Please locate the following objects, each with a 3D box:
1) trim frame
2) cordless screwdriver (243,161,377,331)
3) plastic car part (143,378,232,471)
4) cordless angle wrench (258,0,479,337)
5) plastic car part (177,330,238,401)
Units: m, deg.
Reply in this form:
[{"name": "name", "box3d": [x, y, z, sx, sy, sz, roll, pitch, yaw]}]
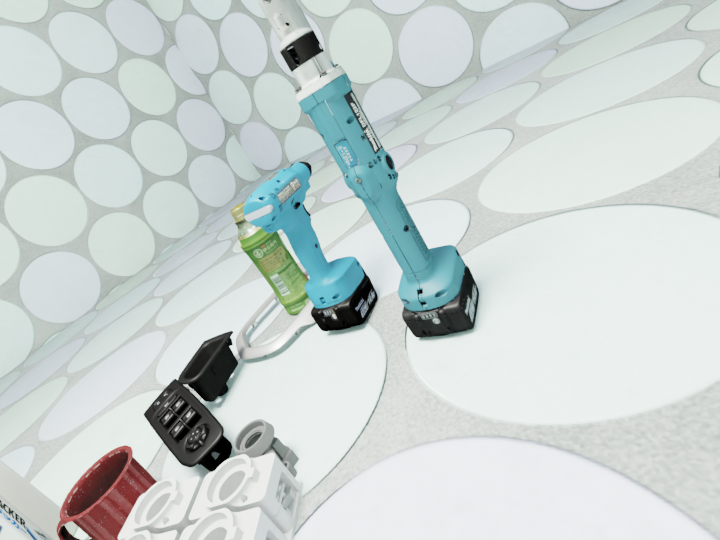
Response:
[{"name": "trim frame", "box3d": [-0.133, 0.071, 0.780, 0.192, 0.026, 0.246, -8, 33, 44]}, {"name": "cordless screwdriver", "box3d": [-0.063, -0.041, 0.641, 0.077, 0.241, 0.159, -19, 23, 33]}, {"name": "plastic car part", "box3d": [-0.230, 0.214, 0.569, 0.065, 0.065, 0.212, -44, 25, -28]}, {"name": "cordless angle wrench", "box3d": [0.011, -0.109, 0.468, 0.077, 0.410, 0.098, -19, 22, 33]}, {"name": "plastic car part", "box3d": [-0.234, 0.162, 0.672, 0.067, 0.068, 0.118, -24, 23, 20]}]
